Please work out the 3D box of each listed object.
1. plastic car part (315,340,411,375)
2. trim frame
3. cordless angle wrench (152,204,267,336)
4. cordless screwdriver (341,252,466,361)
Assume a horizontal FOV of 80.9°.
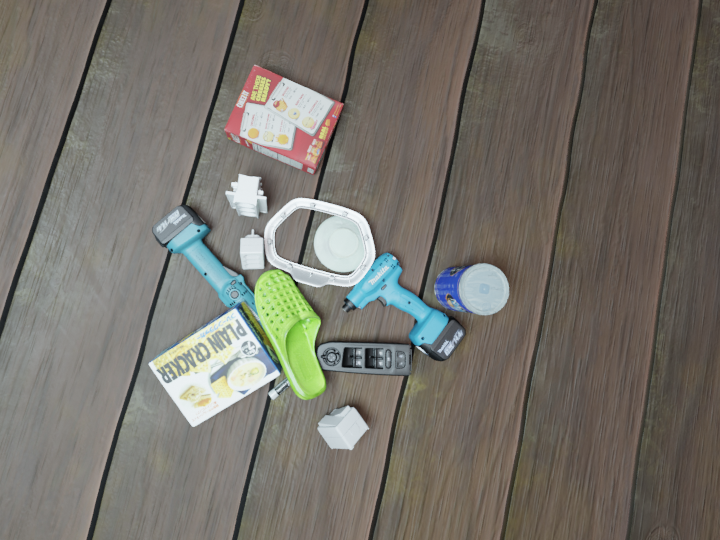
[{"bbox_3d":[0.002,0.182,0.904,0.202,0.067,0.066,1,93,-2],"label":"plastic car part"},{"bbox_3d":[-0.090,-0.059,0.925,0.250,0.027,0.184,16,86,4],"label":"trim frame"},{"bbox_3d":[-0.264,0.047,0.895,0.097,0.075,0.421,-41,92,-8],"label":"cordless angle wrench"},{"bbox_3d":[0.091,0.098,0.921,0.251,0.074,0.159,44,82,3],"label":"cordless screwdriver"}]
